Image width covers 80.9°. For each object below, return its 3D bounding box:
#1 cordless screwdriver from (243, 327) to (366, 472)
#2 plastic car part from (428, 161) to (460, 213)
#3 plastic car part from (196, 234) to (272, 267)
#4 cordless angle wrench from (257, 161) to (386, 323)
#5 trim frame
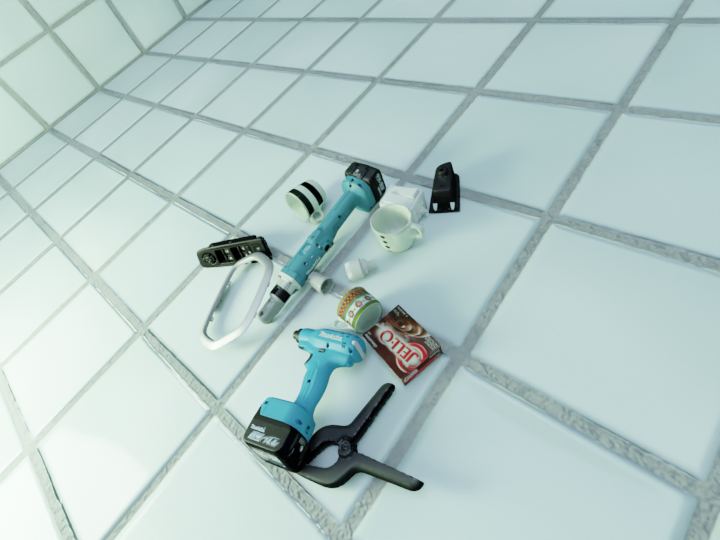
[{"bbox_3d":[-0.110,0.204,0.743,0.167,0.071,0.248,4,47,37],"label":"cordless screwdriver"},{"bbox_3d":[0.183,-0.190,0.924,0.068,0.067,0.118,-1,57,20],"label":"plastic car part"},{"bbox_3d":[-0.315,-0.053,1.050,0.208,0.063,0.069,-11,42,17],"label":"plastic car part"},{"bbox_3d":[-0.092,-0.060,0.940,0.078,0.093,0.422,25,72,32],"label":"cordless angle wrench"},{"bbox_3d":[-0.275,0.062,0.940,0.192,0.026,0.252,-7,54,36],"label":"trim frame"}]
